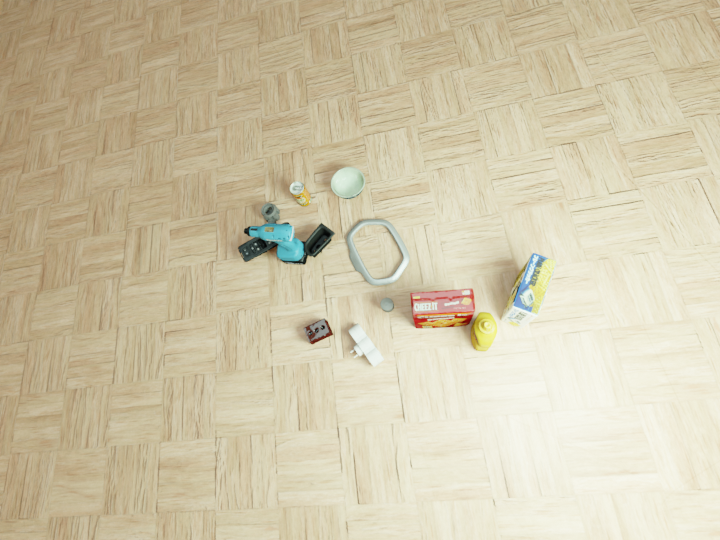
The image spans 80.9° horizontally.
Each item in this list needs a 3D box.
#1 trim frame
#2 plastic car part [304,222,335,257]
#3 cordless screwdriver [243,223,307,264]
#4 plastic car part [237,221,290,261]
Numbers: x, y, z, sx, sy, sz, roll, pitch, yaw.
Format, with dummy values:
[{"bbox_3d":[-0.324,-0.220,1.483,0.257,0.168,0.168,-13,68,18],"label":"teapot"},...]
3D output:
[{"bbox_3d":[0.053,-0.066,1.413,0.185,0.026,0.258,-28,67,3],"label":"trim frame"},{"bbox_3d":[-0.142,-0.093,1.450,0.069,0.068,0.116,38,83,20],"label":"plastic car part"},{"bbox_3d":[-0.268,-0.090,1.389,0.163,0.239,0.075,5,74,13],"label":"cordless screwdriver"},{"bbox_3d":[-0.328,-0.098,1.502,0.203,0.064,0.069,-31,68,2],"label":"plastic car part"}]
